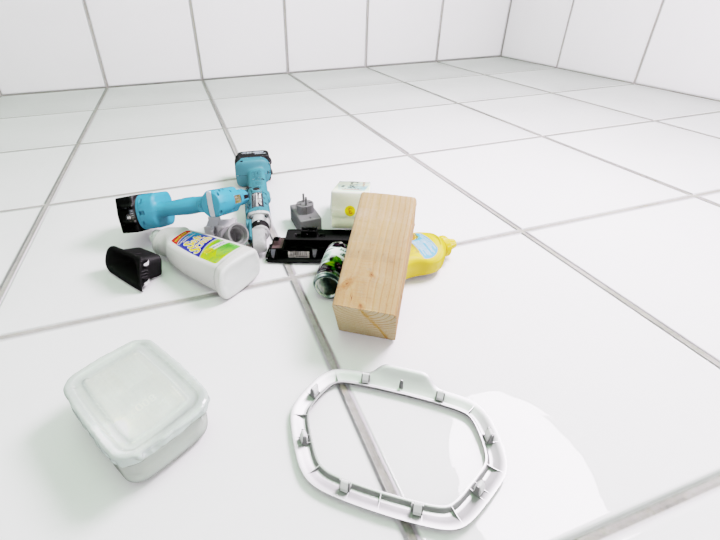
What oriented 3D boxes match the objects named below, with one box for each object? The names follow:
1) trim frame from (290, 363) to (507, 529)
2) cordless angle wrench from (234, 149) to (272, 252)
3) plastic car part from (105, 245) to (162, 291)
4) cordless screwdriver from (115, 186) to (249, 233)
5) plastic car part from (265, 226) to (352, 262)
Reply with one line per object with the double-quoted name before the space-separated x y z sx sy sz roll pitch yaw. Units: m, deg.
"trim frame" 0.038 0.186 0.491 0.256 0.027 0.184 8 34 16
"cordless angle wrench" -0.242 -0.167 0.985 0.097 0.072 0.442 -8 37 -11
"plastic car part" -0.411 -0.016 0.782 0.123 0.065 0.068 20 23 33
"cordless screwdriver" -0.360 -0.134 0.874 0.254 0.073 0.158 -5 14 14
"plastic car part" -0.080 -0.052 0.818 0.204 0.065 0.067 4 27 3
